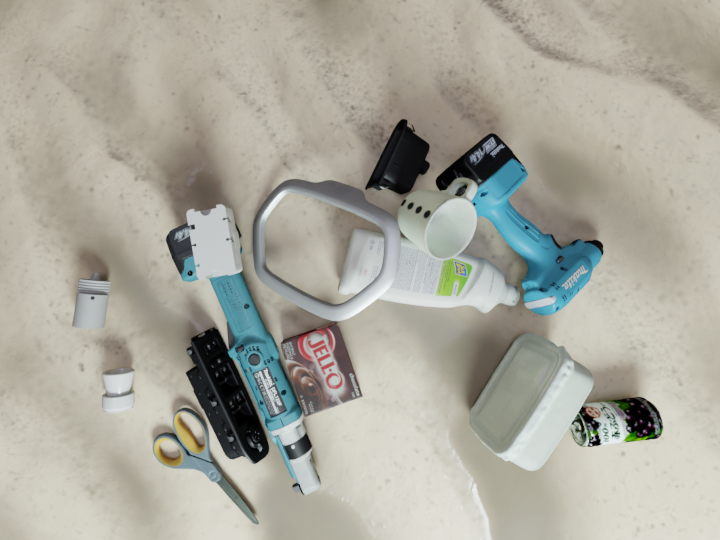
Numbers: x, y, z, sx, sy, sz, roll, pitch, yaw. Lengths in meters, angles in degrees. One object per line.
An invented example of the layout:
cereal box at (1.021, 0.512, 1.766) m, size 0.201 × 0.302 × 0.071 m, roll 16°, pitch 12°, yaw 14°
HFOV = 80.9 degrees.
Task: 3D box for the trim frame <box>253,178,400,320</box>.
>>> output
trim frame at (-0.058, -0.038, 0.596) m, size 0.262 × 0.026 × 0.184 m, roll 24°, pitch 93°, yaw 31°

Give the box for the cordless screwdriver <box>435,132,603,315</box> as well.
cordless screwdriver at (0.235, -0.078, 0.602) m, size 0.156 × 0.075 × 0.251 m, roll -34°, pitch 85°, yaw -25°

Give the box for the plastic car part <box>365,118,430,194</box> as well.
plastic car part at (0.067, -0.162, 0.632) m, size 0.069 × 0.067 × 0.116 m, roll 30°, pitch 85°, yaw -14°

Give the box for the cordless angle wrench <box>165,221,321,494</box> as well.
cordless angle wrench at (-0.153, 0.122, 0.616) m, size 0.098 × 0.074 × 0.424 m, roll -24°, pitch 88°, yaw -1°

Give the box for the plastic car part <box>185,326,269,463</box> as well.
plastic car part at (-0.201, 0.191, 0.616) m, size 0.067 × 0.065 × 0.204 m, roll -32°, pitch 86°, yaw 9°
